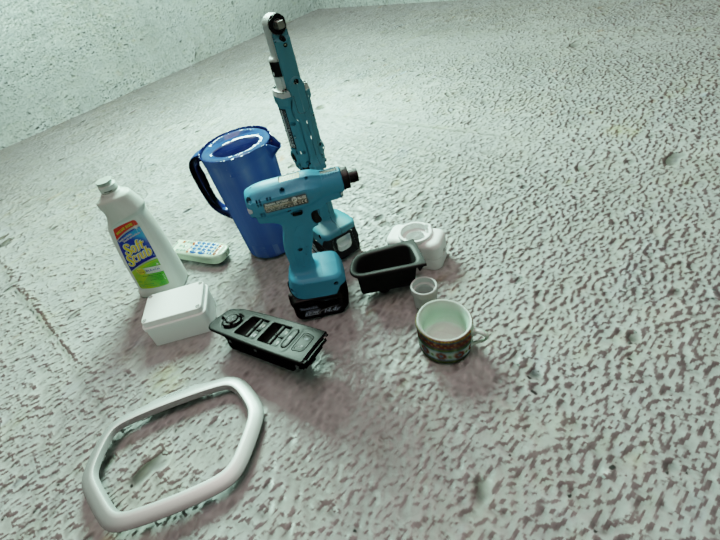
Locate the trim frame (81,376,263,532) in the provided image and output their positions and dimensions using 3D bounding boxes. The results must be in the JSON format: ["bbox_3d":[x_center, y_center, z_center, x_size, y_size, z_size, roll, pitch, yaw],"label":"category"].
[{"bbox_3d":[-0.248,0.232,0.566,0.247,0.026,0.193,-22,41,-6],"label":"trim frame"}]

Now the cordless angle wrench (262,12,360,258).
[{"bbox_3d":[-0.086,-0.196,0.700,0.073,0.405,0.104,-30,42,-19],"label":"cordless angle wrench"}]

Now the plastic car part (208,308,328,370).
[{"bbox_3d":[-0.143,0.105,0.643,0.213,0.064,0.066,13,47,30],"label":"plastic car part"}]

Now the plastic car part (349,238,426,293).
[{"bbox_3d":[0.043,0.004,0.690,0.117,0.068,0.069,-16,40,1],"label":"plastic car part"}]

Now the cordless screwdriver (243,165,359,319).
[{"bbox_3d":[-0.063,-0.041,0.647,0.160,0.238,0.077,-13,39,2],"label":"cordless screwdriver"}]
